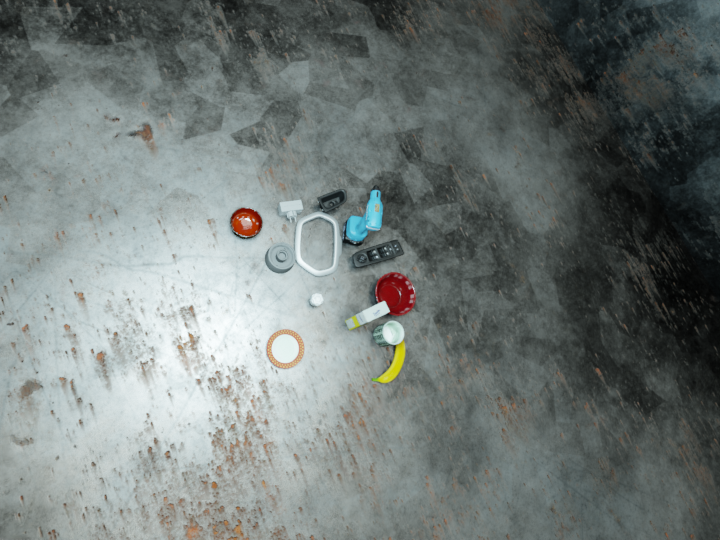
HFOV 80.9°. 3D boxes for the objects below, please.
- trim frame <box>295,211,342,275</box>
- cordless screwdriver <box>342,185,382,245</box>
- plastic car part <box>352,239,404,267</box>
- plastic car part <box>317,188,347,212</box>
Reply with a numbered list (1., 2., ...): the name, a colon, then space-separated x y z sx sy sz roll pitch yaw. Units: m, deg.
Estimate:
1. trim frame: -0.153 -0.100 1.561 0.179 0.028 0.253 4 71 -16
2. cordless screwdriver: 0.012 -0.190 1.518 0.072 0.252 0.162 12 71 -18
3. plastic car part: 0.057 -0.058 1.588 0.198 0.068 0.067 -17 80 -21
4. plastic car part: -0.109 -0.258 1.602 0.114 0.072 0.067 -27 85 -24
